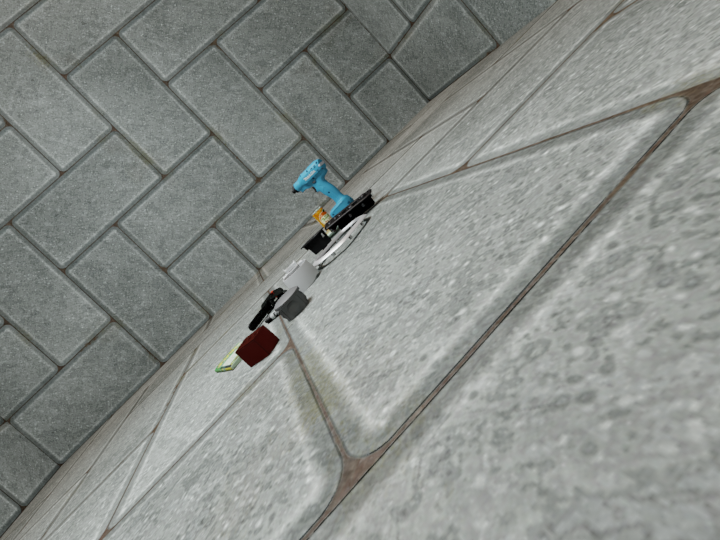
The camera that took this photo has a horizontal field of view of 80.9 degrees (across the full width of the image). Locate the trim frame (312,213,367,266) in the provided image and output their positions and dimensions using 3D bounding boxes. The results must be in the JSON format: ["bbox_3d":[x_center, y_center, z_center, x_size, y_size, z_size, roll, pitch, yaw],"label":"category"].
[{"bbox_3d":[-0.061,-0.092,1.291,0.188,0.027,0.247,-31,18,45],"label":"trim frame"}]

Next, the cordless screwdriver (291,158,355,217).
[{"bbox_3d":[-0.119,-0.256,1.494,0.161,0.245,0.074,-39,9,30],"label":"cordless screwdriver"}]

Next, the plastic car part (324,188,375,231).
[{"bbox_3d":[-0.029,-0.192,1.418,0.204,0.066,0.067,-42,10,11],"label":"plastic car part"}]

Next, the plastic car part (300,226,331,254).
[{"bbox_3d":[-0.141,-0.092,1.438,0.119,0.070,0.065,-29,18,53],"label":"plastic car part"}]
